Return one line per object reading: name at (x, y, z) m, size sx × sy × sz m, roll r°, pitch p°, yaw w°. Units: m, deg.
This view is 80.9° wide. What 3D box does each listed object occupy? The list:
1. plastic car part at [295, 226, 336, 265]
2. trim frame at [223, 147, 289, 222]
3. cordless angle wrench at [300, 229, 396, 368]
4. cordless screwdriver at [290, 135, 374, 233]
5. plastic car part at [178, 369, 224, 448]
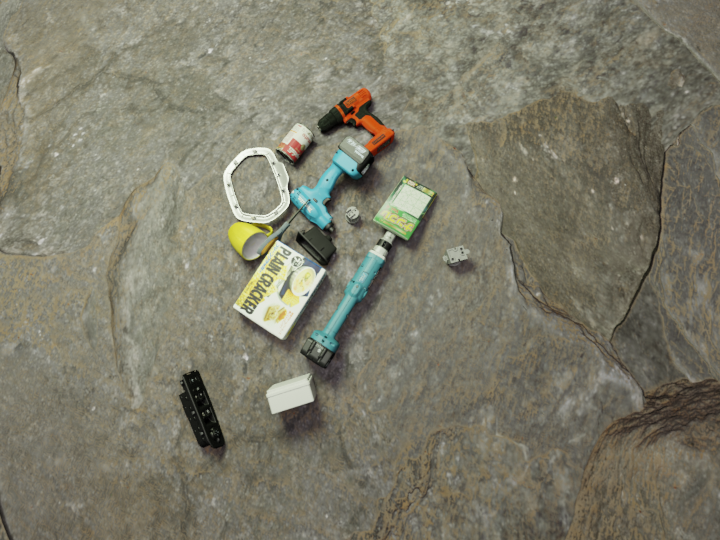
plastic car part at (-0.113, -0.074, 1.160) m, size 0.118 × 0.065 × 0.070 m, roll 41°, pitch 69°, yaw 7°
trim frame at (-0.297, -0.247, 1.208) m, size 0.184 × 0.026 × 0.257 m, roll -22°, pitch 68°, yaw 2°
cordless angle wrench at (-0.011, 0.053, 1.107) m, size 0.076 × 0.096 × 0.423 m, roll 30°, pitch 78°, yaw 9°
cordless screwdriver at (-0.061, -0.233, 1.160) m, size 0.250 × 0.072 × 0.163 m, roll -45°, pitch 79°, yaw 10°
plastic car part at (-0.414, 0.364, 1.080) m, size 0.067 × 0.064 × 0.207 m, roll -33°, pitch 78°, yaw 5°
